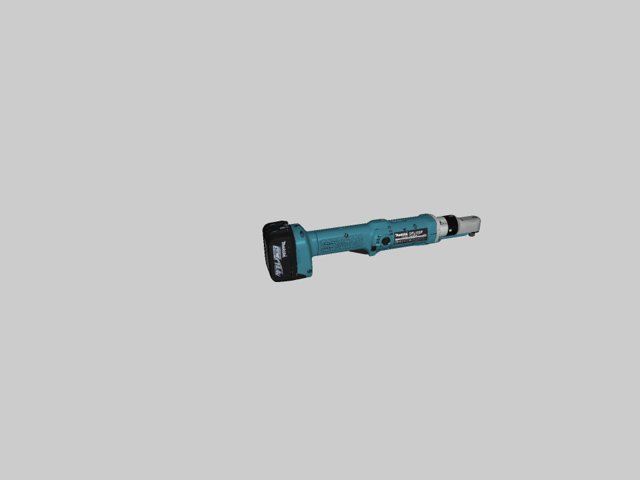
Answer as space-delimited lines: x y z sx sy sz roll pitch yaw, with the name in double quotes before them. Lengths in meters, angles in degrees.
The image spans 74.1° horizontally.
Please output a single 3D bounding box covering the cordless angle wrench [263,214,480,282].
"cordless angle wrench" 0.109 -0.006 0.787 0.422 0.098 0.074 -8 26 -13
